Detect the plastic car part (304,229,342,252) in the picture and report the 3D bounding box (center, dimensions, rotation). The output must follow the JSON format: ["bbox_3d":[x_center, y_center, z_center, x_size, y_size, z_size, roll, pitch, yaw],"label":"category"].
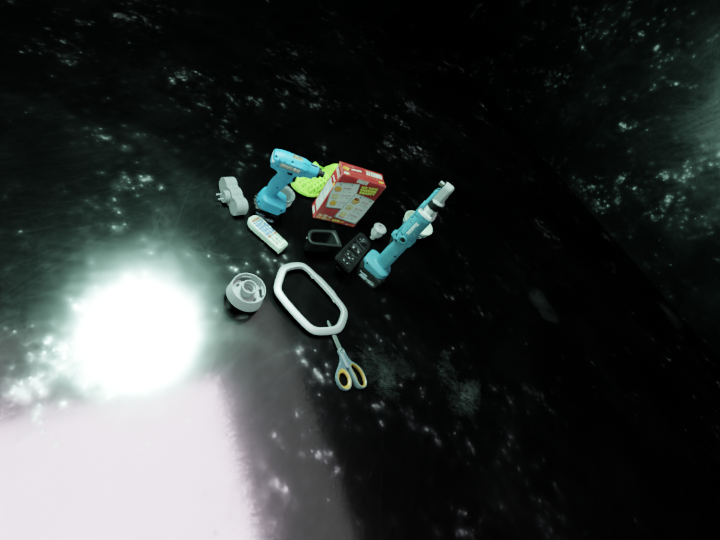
[{"bbox_3d":[-0.129,-0.084,1.315,0.111,0.071,0.069,0,55,-34],"label":"plastic car part"}]

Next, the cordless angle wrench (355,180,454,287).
[{"bbox_3d":[0.130,-0.101,1.233,0.099,0.425,0.073,44,42,3],"label":"cordless angle wrench"}]

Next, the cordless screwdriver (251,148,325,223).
[{"bbox_3d":[-0.224,-0.242,1.263,0.153,0.250,0.077,18,47,-22],"label":"cordless screwdriver"}]

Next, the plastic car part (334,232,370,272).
[{"bbox_3d":[-0.027,-0.052,1.354,0.067,0.067,0.201,39,42,0],"label":"plastic car part"}]

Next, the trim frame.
[{"bbox_3d":[-0.140,0.078,1.194,0.253,0.027,0.180,44,43,9],"label":"trim frame"}]
